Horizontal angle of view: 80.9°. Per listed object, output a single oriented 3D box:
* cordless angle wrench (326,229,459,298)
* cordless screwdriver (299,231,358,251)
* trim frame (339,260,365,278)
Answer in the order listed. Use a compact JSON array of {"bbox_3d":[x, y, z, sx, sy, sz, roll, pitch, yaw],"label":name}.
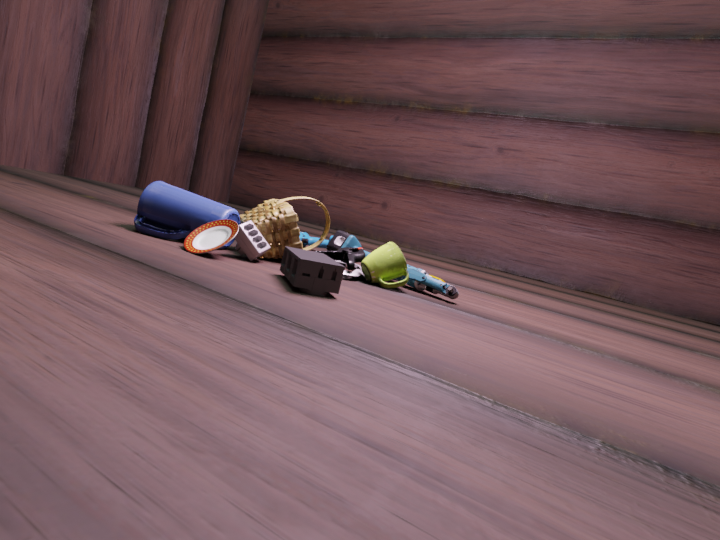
[{"bbox_3d":[0.082,-0.010,1.180,0.448,0.074,0.092,24,-15,40],"label":"cordless angle wrench"},{"bbox_3d":[-0.143,-0.094,1.468,0.259,0.074,0.153,12,6,24],"label":"cordless screwdriver"},{"bbox_3d":[-0.071,-0.011,1.141,0.186,0.027,0.246,12,6,4],"label":"trim frame"}]
